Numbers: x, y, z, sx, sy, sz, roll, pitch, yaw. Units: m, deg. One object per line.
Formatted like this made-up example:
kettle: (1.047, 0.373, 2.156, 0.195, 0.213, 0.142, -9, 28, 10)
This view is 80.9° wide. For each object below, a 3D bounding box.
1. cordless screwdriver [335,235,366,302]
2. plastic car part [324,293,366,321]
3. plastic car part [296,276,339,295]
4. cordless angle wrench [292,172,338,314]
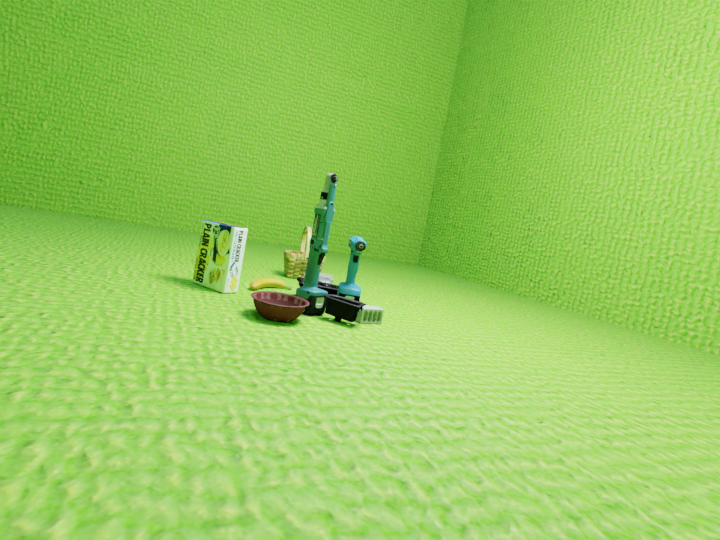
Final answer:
cordless screwdriver: (-0.025, 0.013, 1.375, 0.074, 0.248, 0.161, 10, 4, -7)
plastic car part: (-0.052, 0.115, 1.226, 0.121, 0.071, 0.064, 12, 5, 20)
plastic car part: (-0.129, 0.072, 1.508, 0.196, 0.067, 0.069, 8, 5, -20)
cordless angle wrench: (-0.124, -0.081, 1.267, 0.070, 0.421, 0.103, 7, 5, -45)
